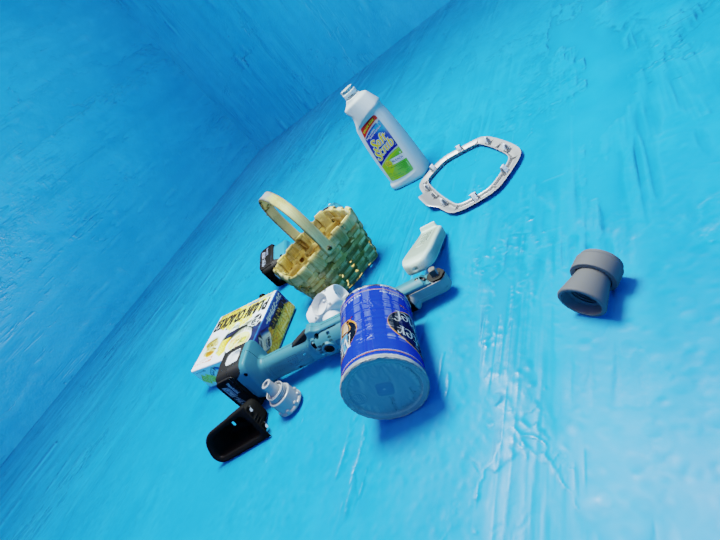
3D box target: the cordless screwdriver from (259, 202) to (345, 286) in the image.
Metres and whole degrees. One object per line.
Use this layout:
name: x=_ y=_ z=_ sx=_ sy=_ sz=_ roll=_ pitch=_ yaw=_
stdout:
cordless screwdriver: x=-0.128 y=-0.052 z=1.024 sx=0.251 sy=0.070 sz=0.166 roll=-35 pitch=36 yaw=12

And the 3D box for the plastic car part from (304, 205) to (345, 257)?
plastic car part: x=-0.091 y=-0.059 z=0.928 sx=0.070 sy=0.063 sz=0.203 roll=16 pitch=72 yaw=43

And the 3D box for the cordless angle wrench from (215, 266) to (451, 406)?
cordless angle wrench: x=-0.050 y=0.105 z=0.675 sx=0.431 sy=0.094 sz=0.076 roll=-28 pitch=27 yaw=22

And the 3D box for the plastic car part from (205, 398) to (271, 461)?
plastic car part: x=-0.200 y=0.256 z=0.701 sx=0.118 sy=0.065 sz=0.071 roll=-37 pitch=10 yaw=22

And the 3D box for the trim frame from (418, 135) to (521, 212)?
trim frame: x=0.194 y=-0.186 z=0.802 sx=0.185 sy=0.026 sz=0.258 roll=-40 pitch=28 yaw=11
